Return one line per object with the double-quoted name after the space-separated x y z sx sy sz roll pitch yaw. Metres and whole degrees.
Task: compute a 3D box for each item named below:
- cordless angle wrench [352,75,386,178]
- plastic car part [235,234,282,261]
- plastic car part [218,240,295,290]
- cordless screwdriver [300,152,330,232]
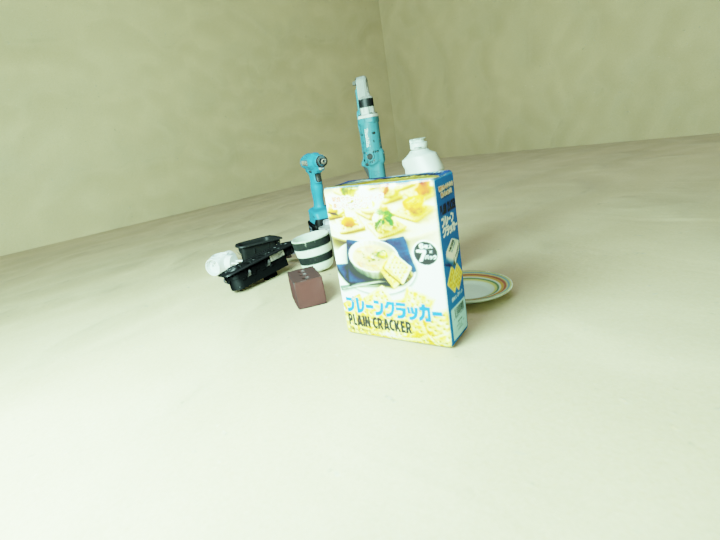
0.034 -0.316 1.169 0.102 0.415 0.073 -1 16 29 "cordless angle wrench"
-0.255 -0.043 1.052 0.113 0.069 0.069 -22 20 -36 "plastic car part"
-0.222 -0.009 0.931 0.070 0.066 0.197 5 22 41 "plastic car part"
-0.115 -0.218 1.229 0.073 0.244 0.166 -14 15 -19 "cordless screwdriver"
